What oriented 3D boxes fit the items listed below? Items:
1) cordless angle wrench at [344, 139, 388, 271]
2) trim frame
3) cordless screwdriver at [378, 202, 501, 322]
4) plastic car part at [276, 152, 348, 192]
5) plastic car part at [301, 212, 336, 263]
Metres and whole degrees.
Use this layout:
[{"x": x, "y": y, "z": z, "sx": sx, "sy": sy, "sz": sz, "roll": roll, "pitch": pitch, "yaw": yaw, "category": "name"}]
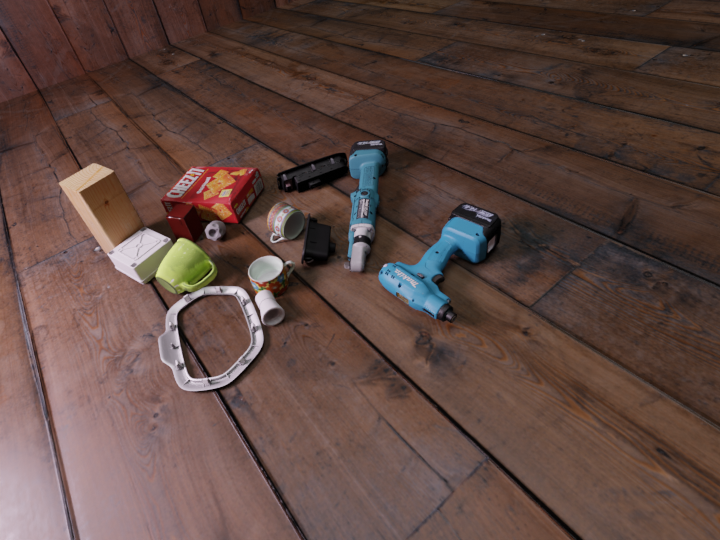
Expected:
[{"x": 0.010, "y": -0.158, "z": 0.976, "sx": 0.100, "sy": 0.071, "sz": 0.433, "roll": -3, "pitch": 46, "yaw": 9, "category": "cordless angle wrench"}, {"x": -0.282, "y": 0.113, "z": 0.789, "sx": 0.182, "sy": 0.026, "sz": 0.262, "roll": -24, "pitch": 46, "yaw": -11, "category": "trim frame"}, {"x": 0.173, "y": -0.015, "z": 0.789, "sx": 0.245, "sy": 0.071, "sz": 0.168, "roll": -38, "pitch": 50, "yaw": -20, "category": "cordless screwdriver"}, {"x": -0.115, "y": -0.252, "z": 1.104, "sx": 0.200, "sy": 0.064, "sz": 0.070, "roll": -26, "pitch": 55, "yaw": -15, "category": "plastic car part"}, {"x": -0.088, "y": -0.058, "z": 0.905, "sx": 0.070, "sy": 0.064, "sz": 0.120, "roll": 4, "pitch": 47, "yaw": -6, "category": "plastic car part"}]
